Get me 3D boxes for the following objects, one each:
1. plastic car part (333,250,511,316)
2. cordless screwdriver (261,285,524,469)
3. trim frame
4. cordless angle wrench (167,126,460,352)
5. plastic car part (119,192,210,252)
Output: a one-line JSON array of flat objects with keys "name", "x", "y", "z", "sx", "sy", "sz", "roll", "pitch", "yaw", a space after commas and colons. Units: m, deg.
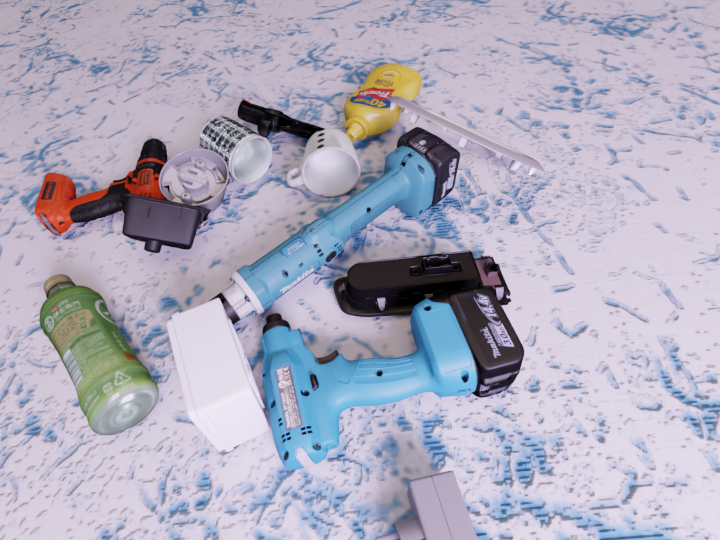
[{"name": "plastic car part", "x": 0.068, "y": 0.013, "z": 0.492, "sx": 0.204, "sy": 0.064, "sz": 0.068, "roll": -8, "pitch": 59, "yaw": 5}, {"name": "cordless screwdriver", "x": 0.019, "y": 0.082, "z": 0.436, "sx": 0.248, "sy": 0.071, "sz": 0.166, "roll": -19, "pitch": 52, "yaw": -2}, {"name": "trim frame", "x": 0.141, "y": -0.194, "z": 0.598, "sx": 0.260, "sy": 0.027, "sz": 0.177, "roll": 34, "pitch": 27, "yaw": 25}, {"name": "cordless angle wrench", "x": -0.052, "y": -0.034, "z": 0.528, "sx": 0.418, "sy": 0.094, "sz": 0.078, "roll": -37, "pitch": 61, "yaw": -16}, {"name": "plastic car part", "x": -0.271, "y": -0.059, "z": 0.579, "sx": 0.113, "sy": 0.067, "sz": 0.072, "roll": 7, "pitch": 78, "yaw": -21}]
